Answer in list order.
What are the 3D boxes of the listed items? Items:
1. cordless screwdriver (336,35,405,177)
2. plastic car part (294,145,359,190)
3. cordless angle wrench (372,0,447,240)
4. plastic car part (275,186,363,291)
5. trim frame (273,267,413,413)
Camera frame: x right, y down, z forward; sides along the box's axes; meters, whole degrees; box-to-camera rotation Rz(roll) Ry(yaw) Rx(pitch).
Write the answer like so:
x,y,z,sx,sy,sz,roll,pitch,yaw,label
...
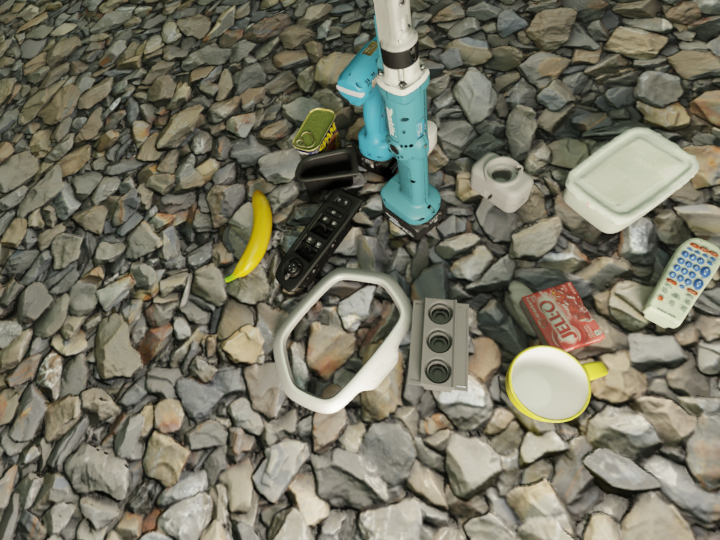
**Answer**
x,y,z,sx,sy,sz,roll,pitch,yaw,label
0.042,-0.285,0.724,0.078,0.238,0.159,30,74,22,cordless screwdriver
-0.059,-0.180,0.796,0.118,0.068,0.068,-9,63,9,plastic car part
0.063,-0.181,0.571,0.074,0.405,0.102,-43,65,-10,cordless angle wrench
-0.072,-0.047,0.735,0.069,0.064,0.202,31,75,24,plastic car part
-0.030,0.103,0.671,0.193,0.026,0.247,36,78,27,trim frame
